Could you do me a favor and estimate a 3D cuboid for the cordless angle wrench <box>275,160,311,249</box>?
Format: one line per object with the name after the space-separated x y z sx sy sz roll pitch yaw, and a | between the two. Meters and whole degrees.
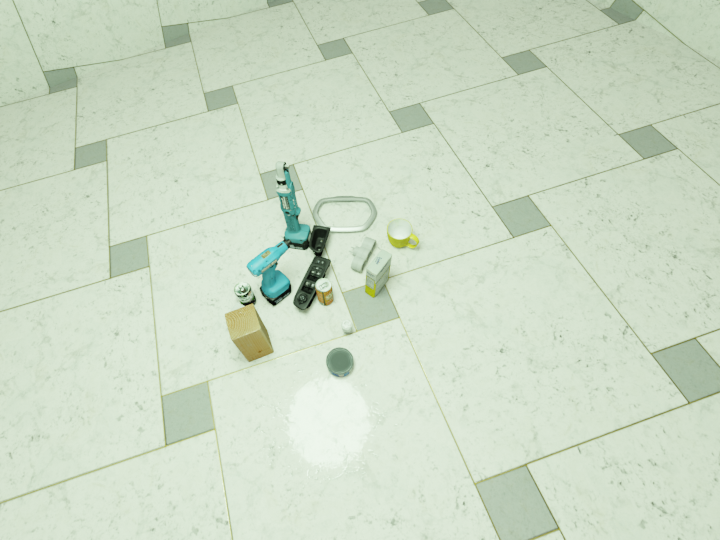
-0.236 -0.213 1.418 0.100 0.409 0.075 10 60 7 | cordless angle wrench

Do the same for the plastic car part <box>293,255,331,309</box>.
-0.168 0.049 1.451 0.068 0.065 0.204 19 62 14 | plastic car part

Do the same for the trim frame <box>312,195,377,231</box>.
-0.061 -0.222 1.631 0.250 0.026 0.189 -3 58 4 | trim frame

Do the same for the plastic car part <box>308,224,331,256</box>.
-0.150 -0.098 1.539 0.067 0.068 0.118 8 60 8 | plastic car part

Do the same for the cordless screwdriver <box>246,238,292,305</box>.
-0.276 0.004 1.387 0.157 0.240 0.078 -40 66 -19 | cordless screwdriver
